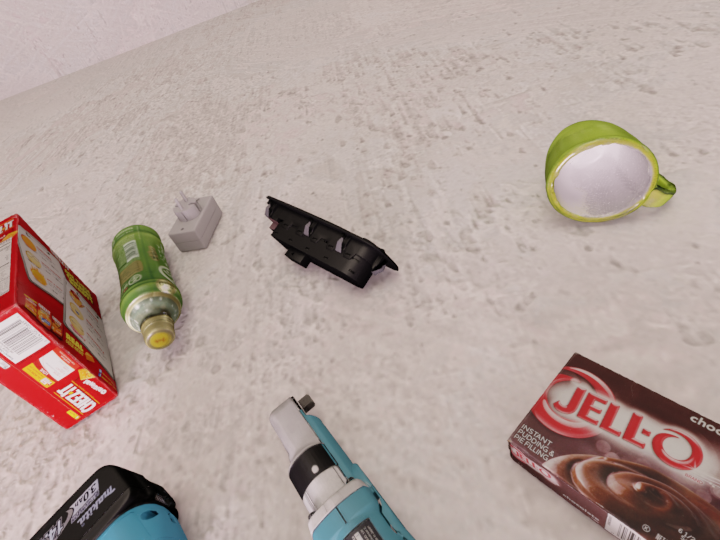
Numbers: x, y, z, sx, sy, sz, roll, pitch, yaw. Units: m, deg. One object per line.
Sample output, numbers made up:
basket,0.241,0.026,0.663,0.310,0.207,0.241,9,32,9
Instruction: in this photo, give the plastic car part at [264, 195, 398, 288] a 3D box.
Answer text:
plastic car part,-0.050,-0.033,0.511,0.214,0.063,0.067,22,68,38

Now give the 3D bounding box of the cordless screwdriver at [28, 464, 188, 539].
cordless screwdriver,-0.127,0.251,0.257,0.262,0.071,0.158,19,57,32

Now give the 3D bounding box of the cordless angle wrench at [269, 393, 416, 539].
cordless angle wrench,0.054,0.217,0.215,0.097,0.071,0.448,-37,42,-15
